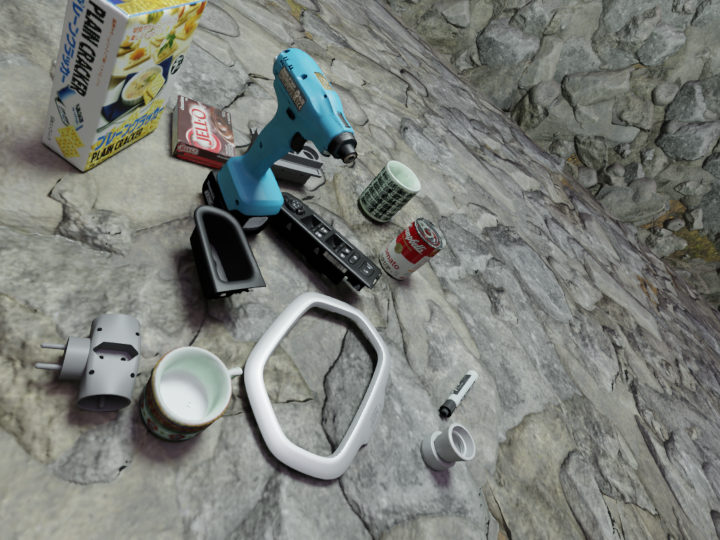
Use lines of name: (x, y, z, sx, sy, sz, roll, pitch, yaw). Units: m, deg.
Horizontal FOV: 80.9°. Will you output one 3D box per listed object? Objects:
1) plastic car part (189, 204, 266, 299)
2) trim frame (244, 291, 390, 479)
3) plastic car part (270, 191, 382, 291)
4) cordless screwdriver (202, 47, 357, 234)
plastic car part: (-0.173, -0.013, 0.510, 0.063, 0.071, 0.121, -3, 57, -45)
trim frame: (-0.042, 0.128, 0.526, 0.184, 0.028, 0.247, 40, 37, -3)
plastic car part: (-0.063, -0.041, 0.641, 0.204, 0.068, 0.065, 45, 37, 3)
cordless screwdriver: (-0.107, -0.130, 0.536, 0.071, 0.251, 0.165, -5, 60, -46)
